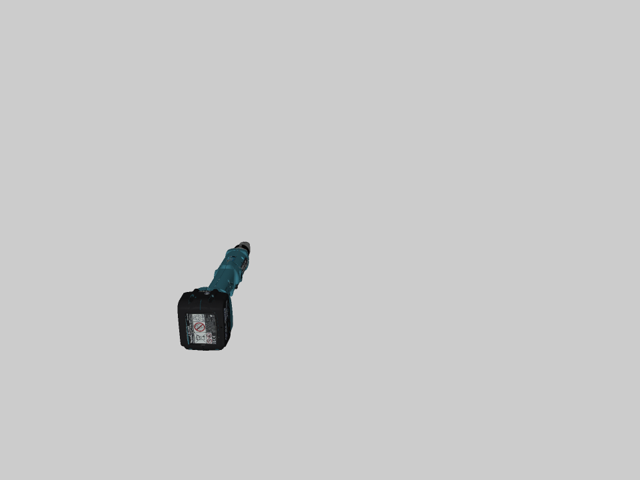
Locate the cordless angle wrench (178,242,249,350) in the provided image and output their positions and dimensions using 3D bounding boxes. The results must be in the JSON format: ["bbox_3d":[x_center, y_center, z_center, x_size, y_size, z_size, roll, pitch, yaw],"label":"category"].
[{"bbox_3d":[-0.189,0.076,0.869,0.074,0.098,0.422,1,17,-1],"label":"cordless angle wrench"}]
